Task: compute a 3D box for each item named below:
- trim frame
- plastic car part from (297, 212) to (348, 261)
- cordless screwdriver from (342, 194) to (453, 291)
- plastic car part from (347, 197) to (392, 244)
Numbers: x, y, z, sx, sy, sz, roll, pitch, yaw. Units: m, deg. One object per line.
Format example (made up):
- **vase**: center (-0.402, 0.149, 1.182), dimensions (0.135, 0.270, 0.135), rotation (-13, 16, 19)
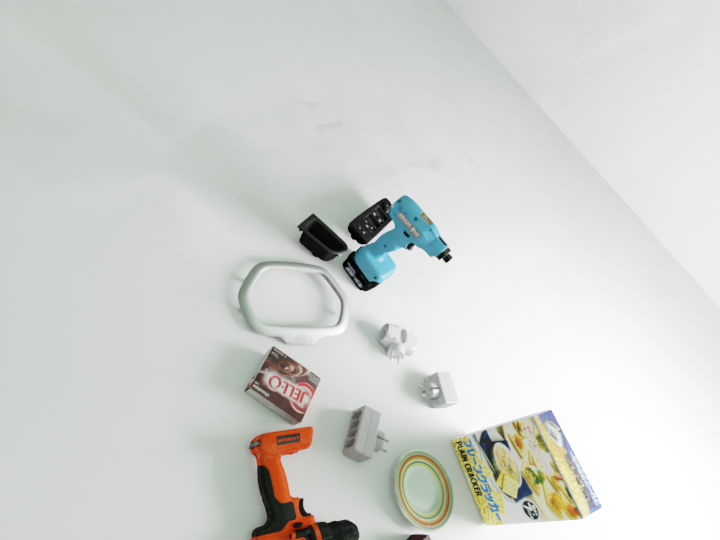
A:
- **trim frame**: center (-0.133, 0.064, 0.876), dimensions (0.238, 0.028, 0.191), rotation (5, 55, -28)
- **plastic car part**: center (-0.094, -0.062, 0.962), dimensions (0.117, 0.071, 0.065), rotation (43, 46, 2)
- **cordless screwdriver**: center (0.076, -0.032, 0.919), dimensions (0.072, 0.251, 0.162), rotation (-30, 79, -43)
- **plastic car part**: center (0.029, -0.122, 1.082), dimensions (0.067, 0.067, 0.200), rotation (44, 47, 2)
